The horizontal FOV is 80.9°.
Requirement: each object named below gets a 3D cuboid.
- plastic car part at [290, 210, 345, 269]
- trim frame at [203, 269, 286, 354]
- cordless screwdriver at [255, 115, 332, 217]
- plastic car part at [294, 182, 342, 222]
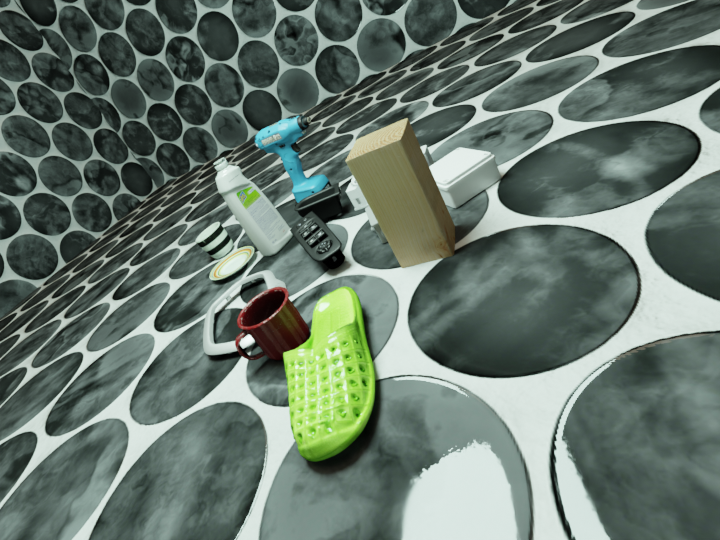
[{"bbox_3d":[-0.084,-0.055,0.857,0.066,0.064,0.212,-34,28,-6],"label":"plastic car part"},{"bbox_3d":[-0.228,0.077,0.830,0.184,0.026,0.259,-32,28,-1],"label":"trim frame"},{"bbox_3d":[-0.138,-0.255,1.041,0.166,0.239,0.074,-10,32,36],"label":"cordless screwdriver"},{"bbox_3d":[-0.090,-0.149,1.007,0.118,0.068,0.068,-24,27,14],"label":"plastic car part"}]
